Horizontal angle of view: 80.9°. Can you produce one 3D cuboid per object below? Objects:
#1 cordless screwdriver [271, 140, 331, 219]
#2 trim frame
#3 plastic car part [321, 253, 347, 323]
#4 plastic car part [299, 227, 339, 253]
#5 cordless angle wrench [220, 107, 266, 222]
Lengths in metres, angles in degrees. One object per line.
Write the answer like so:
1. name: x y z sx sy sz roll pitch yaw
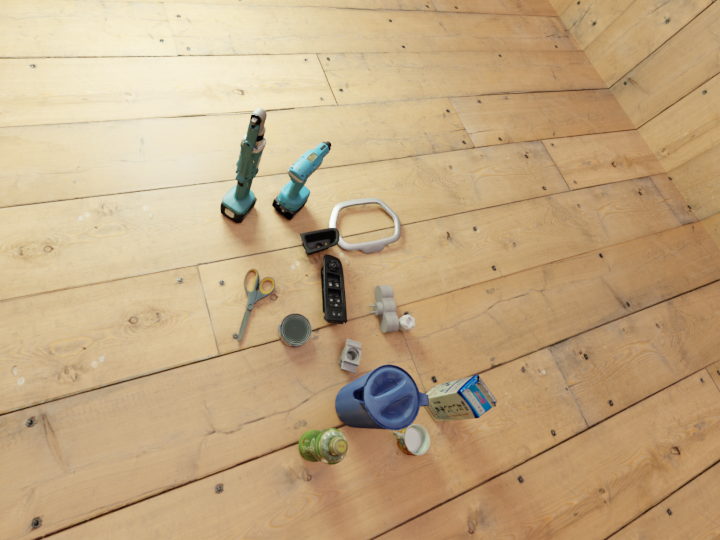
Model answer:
1. cordless screwdriver: -0.164 -0.257 1.202 0.074 0.250 0.158 40 60 -3
2. trim frame: 0.016 -0.143 1.334 0.241 0.027 0.189 -12 70 -23
3. plastic car part: -0.080 0.054 1.187 0.064 0.067 0.208 5 64 -19
4. plastic car part: -0.121 -0.079 1.234 0.113 0.071 0.068 -14 73 -25
5. cordless angle wrench: -0.285 -0.257 1.061 0.074 0.425 0.098 34 60 -7
